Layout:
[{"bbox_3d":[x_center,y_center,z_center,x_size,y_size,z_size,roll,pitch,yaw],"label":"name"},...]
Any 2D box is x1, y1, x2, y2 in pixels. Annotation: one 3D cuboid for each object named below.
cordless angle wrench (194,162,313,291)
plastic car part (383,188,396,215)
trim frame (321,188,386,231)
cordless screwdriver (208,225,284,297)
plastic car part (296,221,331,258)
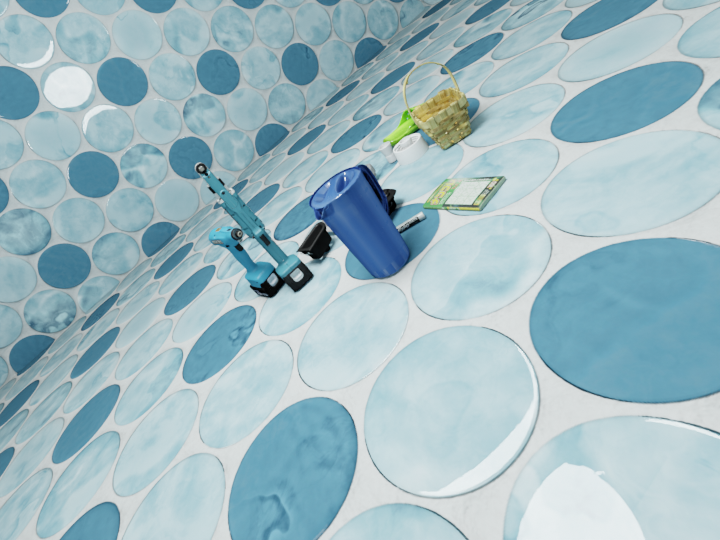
[{"bbox_3d":[-0.283,-0.116,1.113,0.074,0.405,0.102,-42,26,-8],"label":"cordless angle wrench"},{"bbox_3d":[0.043,-0.146,1.133,0.069,0.064,0.202,-3,45,48],"label":"plastic car part"},{"bbox_3d":[-0.023,-0.185,1.299,0.258,0.026,0.185,-12,39,40],"label":"trim frame"},{"bbox_3d":[-0.312,-0.029,1.197,0.167,0.238,0.074,-1,44,51],"label":"cordless screwdriver"},{"bbox_3d":[-0.119,-0.078,1.219,0.069,0.068,0.116,-4,44,48],"label":"plastic car part"}]
